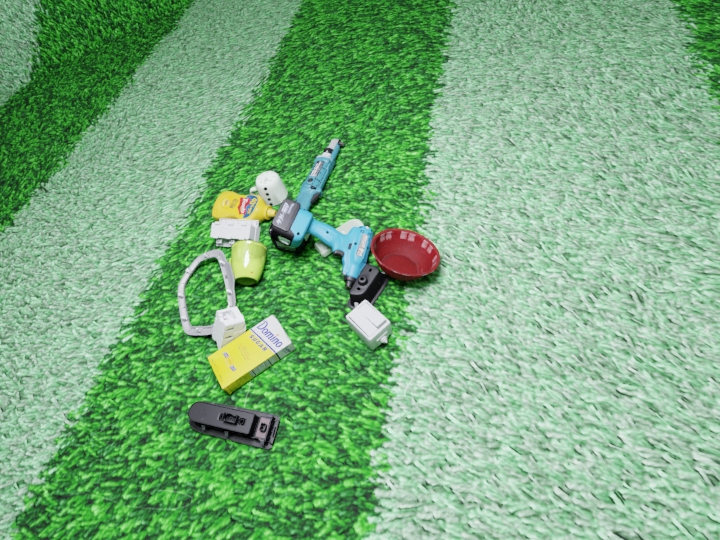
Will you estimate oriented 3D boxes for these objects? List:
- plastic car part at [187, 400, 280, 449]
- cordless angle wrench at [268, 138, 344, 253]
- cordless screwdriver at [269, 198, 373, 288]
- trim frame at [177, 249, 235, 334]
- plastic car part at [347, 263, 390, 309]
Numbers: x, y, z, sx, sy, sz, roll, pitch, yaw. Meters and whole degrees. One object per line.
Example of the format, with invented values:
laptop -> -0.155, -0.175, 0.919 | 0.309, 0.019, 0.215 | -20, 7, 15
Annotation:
plastic car part -> -0.272, 0.309, 0.866 | 0.210, 0.064, 0.067 | 3, 63, 20
cordless angle wrench -> -0.137, -0.238, 1.213 | 0.101, 0.071, 0.427 | 8, 56, 18
cordless screwdriver -> -0.100, -0.066, 1.027 | 0.246, 0.074, 0.161 | 20, 68, -5
trim frame -> -0.393, 0.051, 1.073 | 0.186, 0.026, 0.261 | -33, 51, 10
plastic car part -> 0.012, 0.032, 0.977 | 0.069, 0.068, 0.116 | 21, 60, 26
